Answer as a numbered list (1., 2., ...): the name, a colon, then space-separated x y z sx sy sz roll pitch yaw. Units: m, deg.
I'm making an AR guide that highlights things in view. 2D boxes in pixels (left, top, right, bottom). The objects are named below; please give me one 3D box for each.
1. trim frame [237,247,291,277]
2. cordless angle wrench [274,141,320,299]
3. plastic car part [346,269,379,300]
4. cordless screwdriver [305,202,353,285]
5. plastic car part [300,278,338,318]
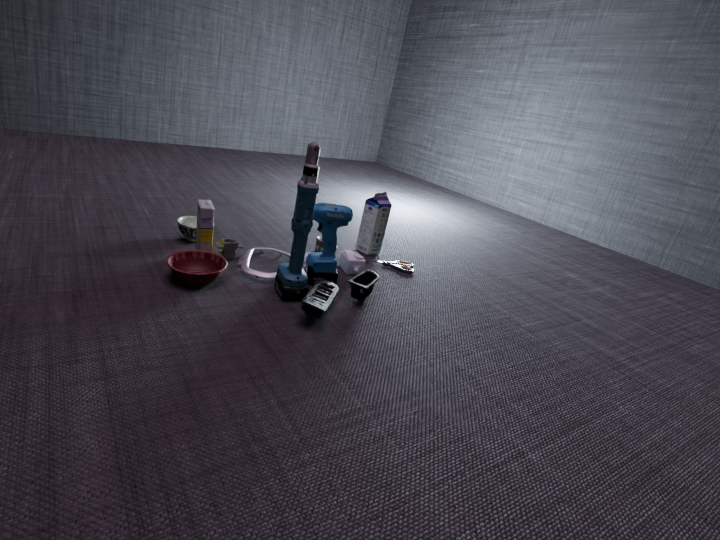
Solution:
1. trim frame: -0.292 -0.025 1.332 0.181 0.027 0.256 6 22 -11
2. cordless angle wrench: -0.155 -0.124 1.116 0.071 0.417 0.103 2 23 -28
3. plastic car part: 0.009 0.050 1.229 0.069 0.070 0.113 21 23 23
4. cordless screwdriver: -0.122 -0.080 1.253 0.155 0.245 0.077 7 21 -15
5. plastic car part: -0.104 0.078 1.113 0.067 0.066 0.203 14 22 6
